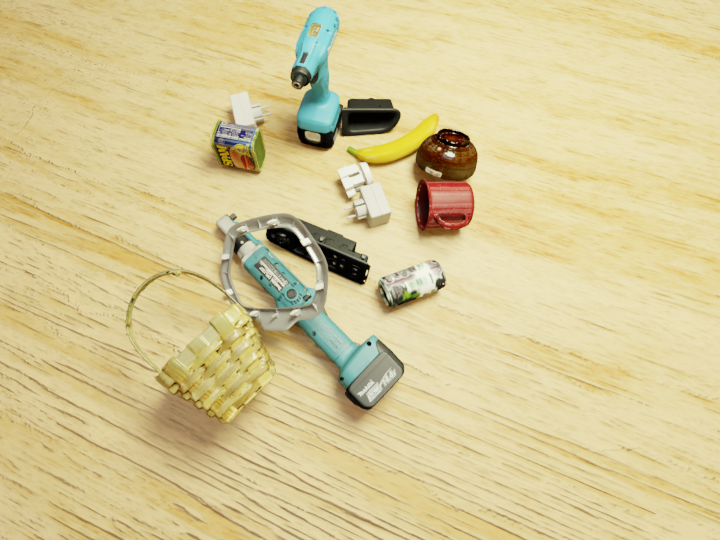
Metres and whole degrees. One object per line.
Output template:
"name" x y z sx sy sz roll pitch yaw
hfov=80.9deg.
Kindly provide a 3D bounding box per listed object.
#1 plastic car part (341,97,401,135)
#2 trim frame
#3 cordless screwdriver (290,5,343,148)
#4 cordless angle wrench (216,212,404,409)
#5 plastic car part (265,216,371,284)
"plastic car part" 0.017 -0.321 0.856 0.116 0.064 0.073 -5 57 -3
"trim frame" -0.150 0.005 0.679 0.259 0.026 0.183 -6 95 36
"cordless screwdriver" -0.081 -0.311 0.754 0.075 0.243 0.161 15 67 3
"cordless angle wrench" -0.111 0.047 0.721 0.097 0.072 0.438 -43 71 -12
"plastic car part" -0.074 -0.048 0.756 0.207 0.064 0.067 20 63 10
